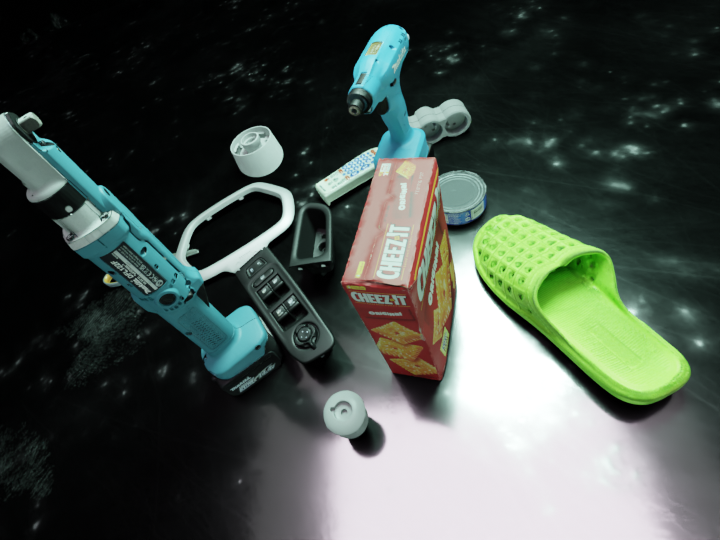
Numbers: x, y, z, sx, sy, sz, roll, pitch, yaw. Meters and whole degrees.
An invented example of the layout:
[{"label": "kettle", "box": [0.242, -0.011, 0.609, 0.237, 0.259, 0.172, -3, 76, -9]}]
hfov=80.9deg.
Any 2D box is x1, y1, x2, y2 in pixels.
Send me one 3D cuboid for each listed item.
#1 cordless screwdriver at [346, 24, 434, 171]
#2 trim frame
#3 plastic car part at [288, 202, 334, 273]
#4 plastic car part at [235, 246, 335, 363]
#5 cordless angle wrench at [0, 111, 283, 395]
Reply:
[{"label": "cordless screwdriver", "box": [0.044, -0.203, 0.620, 0.077, 0.236, 0.160, 8, 58, 25]}, {"label": "trim frame", "box": [-0.231, -0.074, 0.773, 0.248, 0.026, 0.194, -32, 50, -3]}, {"label": "plastic car part", "box": [-0.064, -0.042, 0.654, 0.067, 0.067, 0.120, -9, 52, 15]}, {"label": "plastic car part", "box": [-0.104, 0.056, 0.600, 0.066, 0.064, 0.215, -38, 50, -9]}, {"label": "cordless angle wrench", "box": [-0.210, 0.014, 0.452, 0.097, 0.402, 0.078, -35, 51, -8]}]
